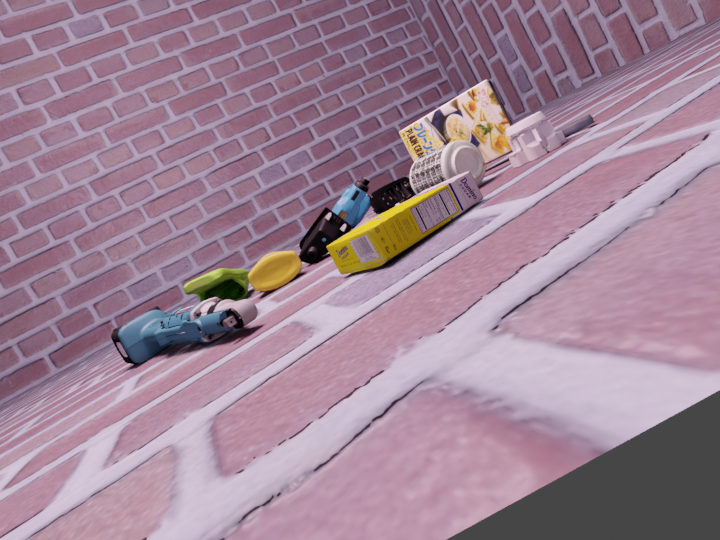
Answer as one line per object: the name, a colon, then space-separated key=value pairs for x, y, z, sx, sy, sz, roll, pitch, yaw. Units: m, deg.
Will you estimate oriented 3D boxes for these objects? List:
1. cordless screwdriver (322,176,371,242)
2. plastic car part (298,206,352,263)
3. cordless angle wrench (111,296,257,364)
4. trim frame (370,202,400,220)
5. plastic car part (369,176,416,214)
cordless screwdriver: x=-0.018 y=-0.153 z=0.982 sx=0.159 sy=0.074 sz=0.248 roll=-56 pitch=3 yaw=18
plastic car part: x=-0.080 y=-0.052 z=0.816 sx=0.117 sy=0.065 sz=0.071 roll=-47 pitch=11 yaw=31
cordless angle wrench: x=-0.268 y=0.084 z=0.633 sx=0.438 sy=0.073 sz=0.096 roll=-15 pitch=15 yaw=47
trim frame: x=0.069 y=-0.108 z=0.796 sx=0.245 sy=0.027 sz=0.189 roll=-34 pitch=10 yaw=-19
plastic car part: x=0.079 y=-0.168 z=0.997 sx=0.199 sy=0.067 sz=0.067 roll=-41 pitch=-11 yaw=-48
